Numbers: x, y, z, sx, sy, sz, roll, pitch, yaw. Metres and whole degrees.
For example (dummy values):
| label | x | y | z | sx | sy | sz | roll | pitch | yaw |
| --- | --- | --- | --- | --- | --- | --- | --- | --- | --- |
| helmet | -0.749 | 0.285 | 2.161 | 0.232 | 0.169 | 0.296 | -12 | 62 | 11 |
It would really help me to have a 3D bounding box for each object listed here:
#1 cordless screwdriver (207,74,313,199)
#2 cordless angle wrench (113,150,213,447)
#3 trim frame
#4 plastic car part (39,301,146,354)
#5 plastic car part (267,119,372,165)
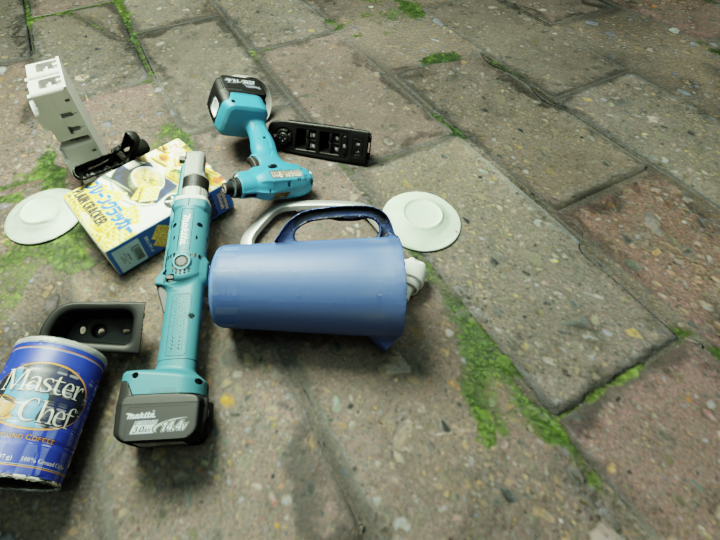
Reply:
| label | x | y | z | sx | sy | sz | roll | pitch | yaw |
| --- | --- | --- | --- | --- | --- | --- | --- | --- | --- |
| cordless screwdriver | -0.199 | -0.223 | 0.726 | 0.153 | 0.075 | 0.257 | -13 | 65 | -39 |
| cordless angle wrench | -0.237 | 0.001 | 0.568 | 0.097 | 0.073 | 0.436 | -3 | 60 | -7 |
| trim frame | -0.065 | -0.043 | 0.666 | 0.248 | 0.027 | 0.190 | 0 | 52 | -1 |
| plastic car part | -0.340 | 0.077 | 0.553 | 0.115 | 0.071 | 0.067 | 3 | 73 | -10 |
| plastic car part | -0.079 | -0.255 | 0.805 | 0.206 | 0.064 | 0.068 | 9 | 44 | 7 |
